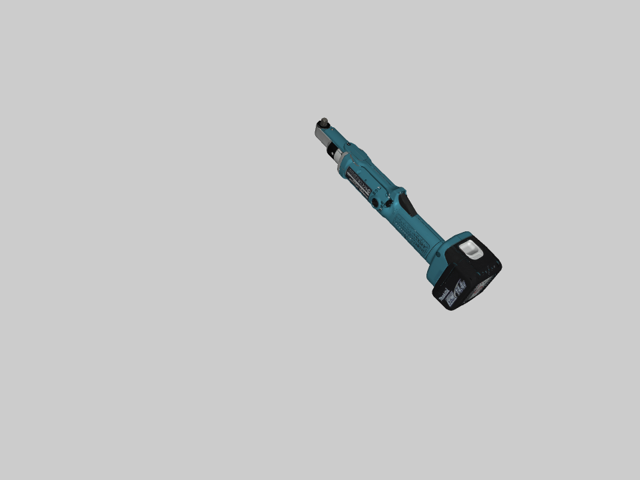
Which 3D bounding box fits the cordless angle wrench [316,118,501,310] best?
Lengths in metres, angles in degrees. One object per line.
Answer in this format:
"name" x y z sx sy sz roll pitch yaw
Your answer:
"cordless angle wrench" 0.114 -0.071 0.723 0.074 0.422 0.098 -23 -31 -29
